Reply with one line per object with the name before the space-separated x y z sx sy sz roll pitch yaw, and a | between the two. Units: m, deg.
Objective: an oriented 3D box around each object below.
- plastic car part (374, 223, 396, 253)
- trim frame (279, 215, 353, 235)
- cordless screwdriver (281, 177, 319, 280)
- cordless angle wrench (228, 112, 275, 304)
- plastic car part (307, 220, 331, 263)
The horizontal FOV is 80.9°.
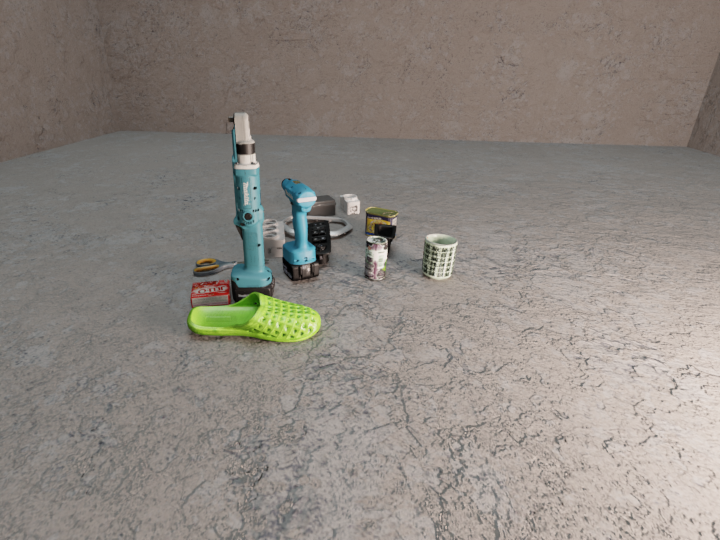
plastic car part | 0.069 -0.086 1.229 0.067 0.069 0.118 4 26 5
trim frame | -0.149 -0.150 1.402 0.249 0.027 0.188 1 27 1
cordless screwdriver | -0.164 -0.108 1.079 0.072 0.243 0.168 -10 27 -25
cordless angle wrench | -0.244 -0.125 0.922 0.098 0.413 0.076 1 24 -4
plastic car part | -0.119 -0.078 1.216 0.066 0.065 0.209 -2 26 -6
